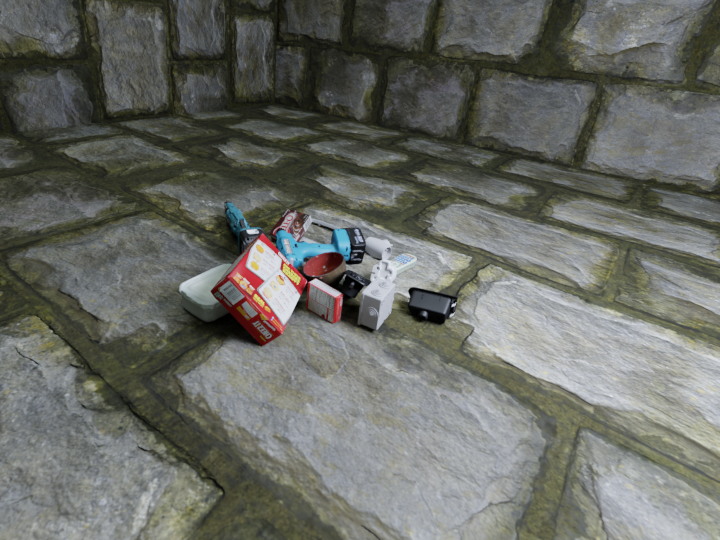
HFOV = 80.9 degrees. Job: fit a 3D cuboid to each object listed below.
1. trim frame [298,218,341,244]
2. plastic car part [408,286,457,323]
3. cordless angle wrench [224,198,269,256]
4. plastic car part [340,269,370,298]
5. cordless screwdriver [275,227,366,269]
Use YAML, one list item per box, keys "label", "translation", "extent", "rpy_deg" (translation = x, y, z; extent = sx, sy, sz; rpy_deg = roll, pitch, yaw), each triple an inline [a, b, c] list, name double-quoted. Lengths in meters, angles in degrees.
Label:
- label: "trim frame"
  translation: [-0.146, -0.118, 1.356]
  extent: [0.260, 0.027, 0.180]
  rpy_deg: [23, 33, 26]
- label: "plastic car part"
  translation: [0.164, 0.090, 1.007]
  extent: [0.120, 0.064, 0.071]
  rpy_deg: [12, 43, 18]
- label: "cordless angle wrench"
  translation: [-0.370, -0.135, 1.301]
  extent: [0.072, 0.096, 0.446]
  rpy_deg: [-7, 27, -25]
- label: "plastic car part"
  translation: [-0.019, 0.033, 1.020]
  extent: [0.067, 0.067, 0.201]
  rpy_deg: [36, -2, 2]
- label: "cordless screwdriver"
  translation: [-0.119, -0.078, 1.218]
  extent: [0.243, 0.072, 0.167]
  rpy_deg: [-8, 44, -16]
